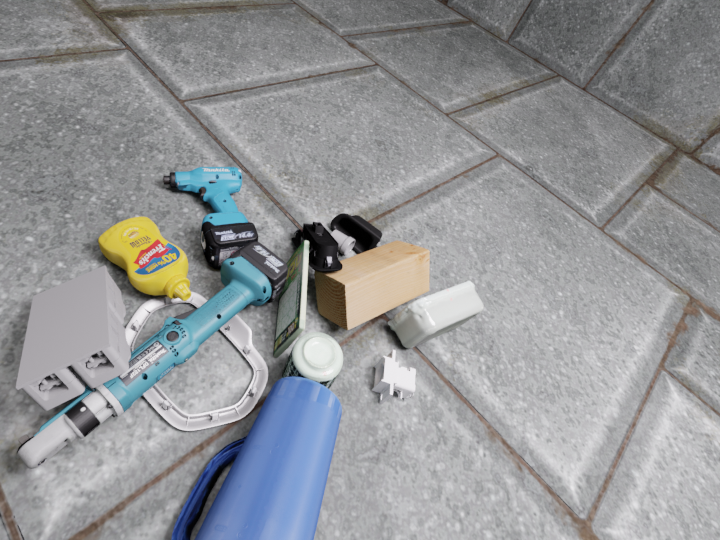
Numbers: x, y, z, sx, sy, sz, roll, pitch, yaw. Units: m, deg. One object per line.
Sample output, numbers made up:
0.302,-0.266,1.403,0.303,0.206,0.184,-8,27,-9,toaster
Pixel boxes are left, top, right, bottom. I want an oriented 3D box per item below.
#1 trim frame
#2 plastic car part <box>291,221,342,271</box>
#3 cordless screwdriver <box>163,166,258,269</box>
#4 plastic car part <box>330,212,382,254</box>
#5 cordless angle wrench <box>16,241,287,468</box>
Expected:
-0.258,0.129,0.659,0.257,0.027,0.180,39,48,18,trim frame
-0.078,-0.051,0.793,0.064,0.066,0.212,9,20,-21,plastic car part
-0.295,-0.117,0.831,0.154,0.073,0.261,-6,49,-24,cordless screwdriver
0.000,-0.086,0.920,0.121,0.066,0.068,43,34,21,plastic car part
-0.273,0.106,0.617,0.101,0.073,0.417,35,51,12,cordless angle wrench
